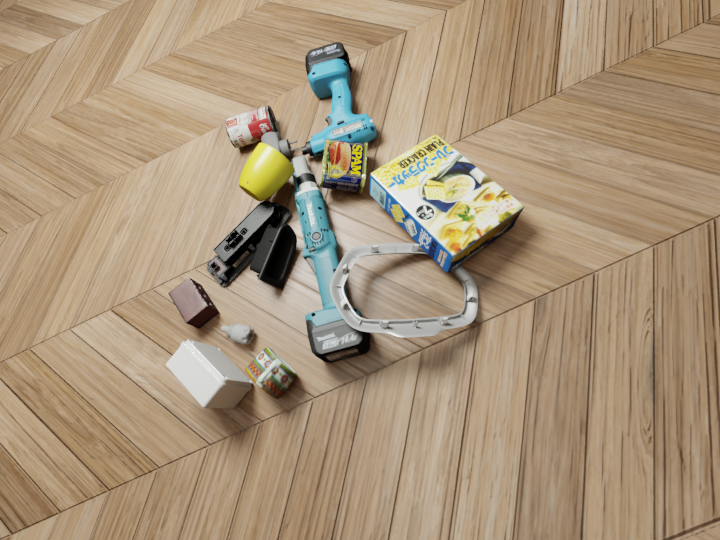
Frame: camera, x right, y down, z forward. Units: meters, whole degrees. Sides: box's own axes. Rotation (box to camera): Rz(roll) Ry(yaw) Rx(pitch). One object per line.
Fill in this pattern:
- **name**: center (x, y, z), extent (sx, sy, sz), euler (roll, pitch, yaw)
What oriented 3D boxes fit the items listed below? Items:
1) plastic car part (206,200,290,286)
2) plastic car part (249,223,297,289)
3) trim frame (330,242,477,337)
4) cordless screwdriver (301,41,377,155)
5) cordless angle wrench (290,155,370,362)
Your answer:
- **plastic car part**: center (-0.230, -0.067, 0.843), extent (0.202, 0.064, 0.070), euler (-45, 59, -9)
- **plastic car part**: center (-0.173, -0.032, 0.809), extent (0.074, 0.062, 0.117), euler (7, 75, 36)
- **trim frame**: center (0.073, 0.027, 0.695), extent (0.245, 0.027, 0.191), euler (-1, 55, -9)
- **cordless screwdriver**: center (-0.072, -0.364, 0.916), extent (0.161, 0.071, 0.256), euler (-17, 68, 7)
- **cordless angle wrench**: center (-0.077, -0.050, 0.789), extent (0.099, 0.071, 0.438), euler (-18, 62, 6)
